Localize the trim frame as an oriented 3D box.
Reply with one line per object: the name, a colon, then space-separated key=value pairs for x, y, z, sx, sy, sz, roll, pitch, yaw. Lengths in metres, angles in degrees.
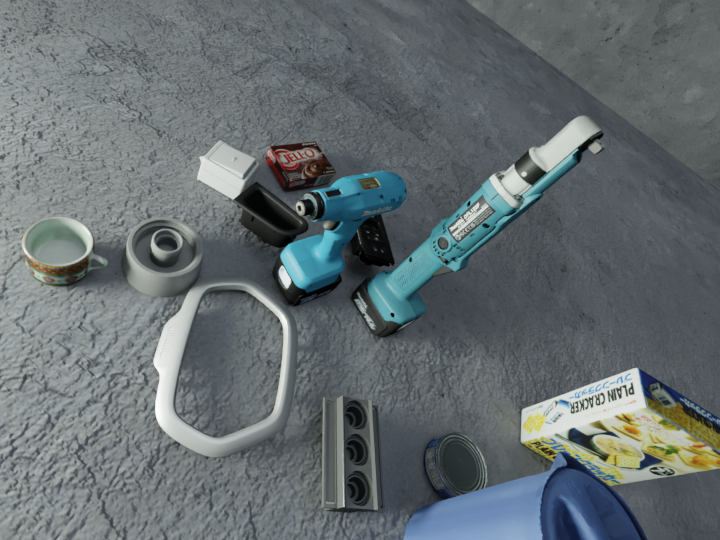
trim frame: x=-0.171 y=0.112 z=0.558 sx=0.178 sy=0.027 sz=0.256 roll=15 pitch=50 yaw=-19

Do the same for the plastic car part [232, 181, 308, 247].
plastic car part: x=-0.150 y=-0.077 z=0.687 sx=0.117 sy=0.071 sz=0.065 roll=39 pitch=46 yaw=1

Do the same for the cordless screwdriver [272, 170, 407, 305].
cordless screwdriver: x=-0.057 y=-0.037 z=0.585 sx=0.153 sy=0.250 sz=0.077 roll=-18 pitch=70 yaw=-39

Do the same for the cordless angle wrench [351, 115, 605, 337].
cordless angle wrench: x=0.127 y=-0.039 z=0.568 sx=0.071 sy=0.425 sz=0.101 roll=-15 pitch=68 yaw=-39

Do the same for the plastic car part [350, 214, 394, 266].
plastic car part: x=0.006 y=-0.086 z=0.784 sx=0.064 sy=0.067 sz=0.210 roll=10 pitch=52 yaw=-25
